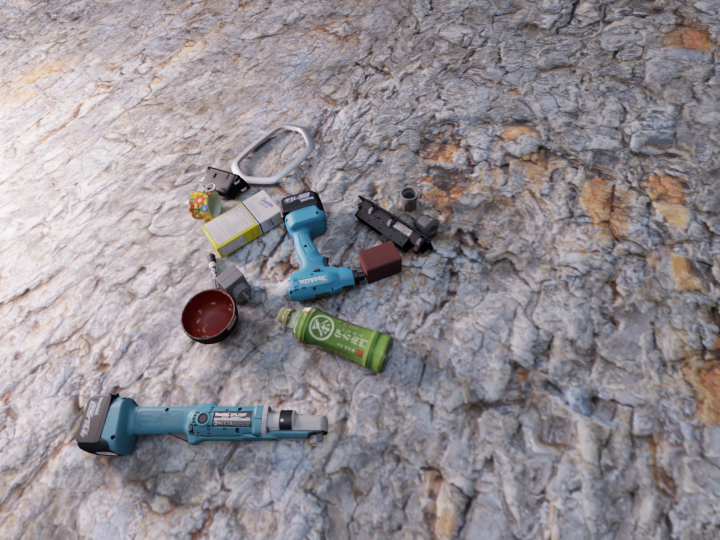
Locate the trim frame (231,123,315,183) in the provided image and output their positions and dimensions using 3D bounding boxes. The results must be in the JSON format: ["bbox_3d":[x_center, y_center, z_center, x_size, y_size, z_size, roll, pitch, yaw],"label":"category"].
[{"bbox_3d":[-0.235,-0.317,1.147,0.193,0.026,0.247,32,68,26],"label":"trim frame"}]

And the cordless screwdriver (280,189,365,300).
[{"bbox_3d":[-0.090,-0.059,0.920,0.159,0.071,0.258,-13,59,0],"label":"cordless screwdriver"}]

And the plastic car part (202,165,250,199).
[{"bbox_3d":[-0.355,-0.217,1.085,0.121,0.063,0.071,17,74,23],"label":"plastic car part"}]

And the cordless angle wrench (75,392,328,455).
[{"bbox_3d":[-0.267,0.266,0.734,0.427,0.071,0.101,-2,56,6],"label":"cordless angle wrench"}]

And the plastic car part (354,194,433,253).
[{"bbox_3d":[0.062,-0.094,0.928,0.213,0.063,0.067,42,96,29],"label":"plastic car part"}]
